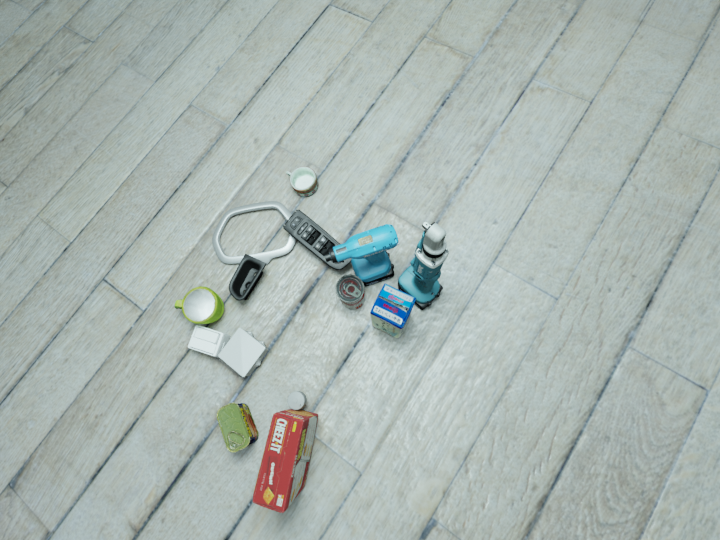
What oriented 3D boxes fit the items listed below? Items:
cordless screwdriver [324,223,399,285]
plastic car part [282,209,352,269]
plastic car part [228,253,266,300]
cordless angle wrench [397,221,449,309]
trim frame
[{"bbox_3d":[0.005,-0.026,0.990,0.159,0.242,0.076,-18,74,-1],"label":"cordless screwdriver"},{"bbox_3d":[-0.109,-0.071,1.116,0.210,0.065,0.066,39,80,18],"label":"plastic car part"},{"bbox_3d":[-0.295,0.027,1.110,0.068,0.069,0.117,23,77,12],"label":"plastic car part"},{"bbox_3d":[0.136,-0.007,0.874,0.101,0.411,0.074,43,81,14],"label":"cordless angle wrench"},{"bbox_3d":[-0.294,-0.101,1.175,0.250,0.027,0.188,-10,71,5],"label":"trim frame"}]
